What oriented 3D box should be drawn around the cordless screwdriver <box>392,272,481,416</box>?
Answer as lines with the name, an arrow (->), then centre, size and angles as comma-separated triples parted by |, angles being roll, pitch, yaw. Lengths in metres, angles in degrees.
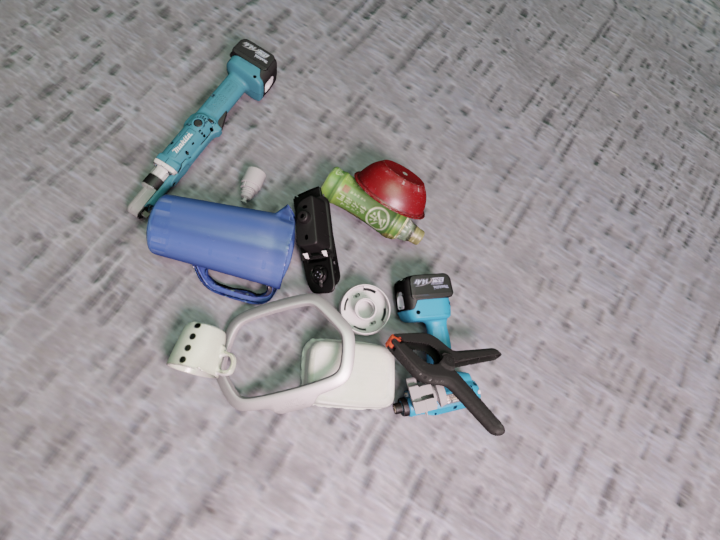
cordless screwdriver -> 0.114, 0.134, 0.775 | 0.156, 0.075, 0.252 | -9, 79, -14

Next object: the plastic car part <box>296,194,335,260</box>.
plastic car part -> -0.088, -0.081, 0.748 | 0.068, 0.068, 0.118 | -8, 80, 18

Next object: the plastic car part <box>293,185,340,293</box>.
plastic car part -> -0.079, -0.051, 0.804 | 0.068, 0.064, 0.208 | -16, 70, 21

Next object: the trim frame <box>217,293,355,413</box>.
trim frame -> -0.130, 0.140, 0.711 | 0.250, 0.026, 0.190 | -17, 68, 5

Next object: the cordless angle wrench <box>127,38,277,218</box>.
cordless angle wrench -> -0.313, -0.276, 0.830 | 0.098, 0.074, 0.423 | 31, 72, -2
